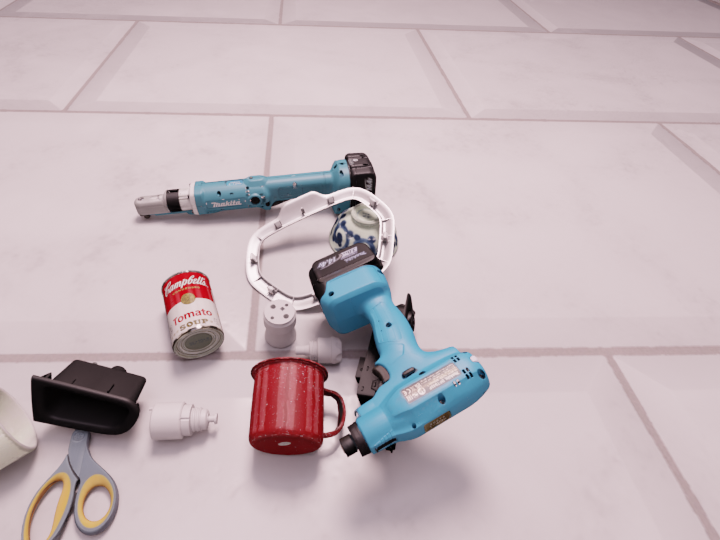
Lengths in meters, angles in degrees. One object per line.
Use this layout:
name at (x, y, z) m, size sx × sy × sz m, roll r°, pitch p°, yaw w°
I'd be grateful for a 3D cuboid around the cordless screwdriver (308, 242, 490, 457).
cordless screwdriver at (0.006, 0.081, 0.497) m, size 0.158 × 0.071 × 0.263 m, roll -28°, pitch 43°, yaw -10°

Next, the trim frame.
trim frame at (-0.065, -0.042, 0.662) m, size 0.249 × 0.026 × 0.192 m, roll -26°, pitch 61°, yaw 0°

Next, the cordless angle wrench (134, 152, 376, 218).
cordless angle wrench at (-0.187, -0.139, 0.758) m, size 0.420 × 0.095 × 0.077 m, roll -7°, pitch 44°, yaw -5°

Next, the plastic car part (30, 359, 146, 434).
plastic car part at (-0.304, 0.140, 0.491) m, size 0.115 × 0.065 × 0.073 m, roll 12°, pitch 26°, yaw -7°

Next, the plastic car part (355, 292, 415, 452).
plastic car part at (0.034, 0.118, 0.546) m, size 0.070 × 0.063 × 0.204 m, roll -4°, pitch 43°, yaw 27°
